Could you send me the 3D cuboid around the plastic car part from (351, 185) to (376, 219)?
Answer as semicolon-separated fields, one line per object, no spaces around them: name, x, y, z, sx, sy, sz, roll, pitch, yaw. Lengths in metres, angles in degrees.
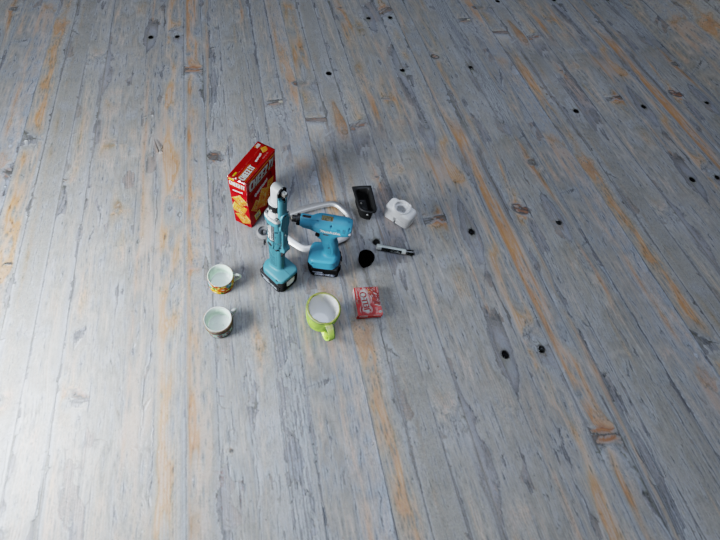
plastic car part;0.011;-0.212;1.376;0.065;0.069;0.121;-6;60;-11

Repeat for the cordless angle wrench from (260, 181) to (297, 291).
cordless angle wrench;-0.209;-0.081;1.074;0.101;0.415;0.073;42;62;14

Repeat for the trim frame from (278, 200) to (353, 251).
trim frame;-0.140;-0.146;1.347;0.244;0.027;0.192;-20;62;-16

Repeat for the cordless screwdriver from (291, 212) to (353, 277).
cordless screwdriver;-0.115;-0.075;1.179;0.159;0.244;0.076;11;59;-2
